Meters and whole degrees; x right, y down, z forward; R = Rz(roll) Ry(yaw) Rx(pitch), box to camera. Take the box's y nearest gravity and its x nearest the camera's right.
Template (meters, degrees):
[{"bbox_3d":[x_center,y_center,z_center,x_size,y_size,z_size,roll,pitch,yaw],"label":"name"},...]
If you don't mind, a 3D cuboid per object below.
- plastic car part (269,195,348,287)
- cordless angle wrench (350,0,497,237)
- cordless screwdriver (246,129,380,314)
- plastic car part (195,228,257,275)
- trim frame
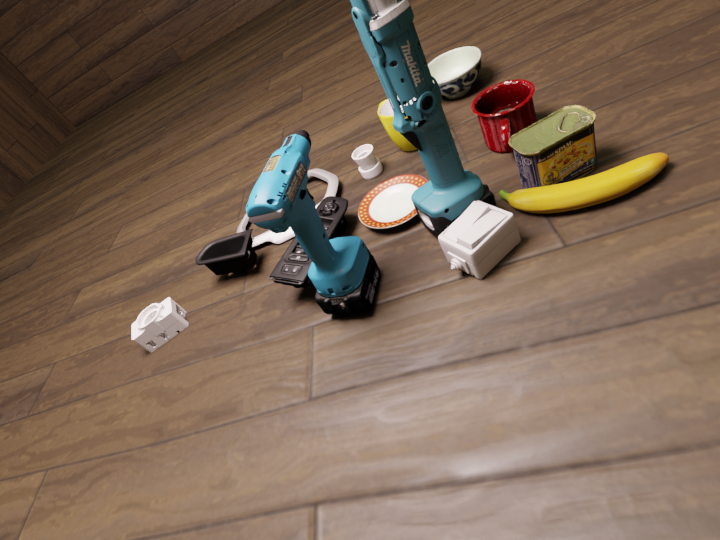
[{"bbox_3d":[-0.069,-0.045,0.710,0.069,0.063,0.204,0,51,34],"label":"plastic car part"},{"bbox_3d":[0.065,-0.205,0.511,0.098,0.401,0.078,-36,39,-3],"label":"cordless angle wrench"},{"bbox_3d":[-0.052,-0.060,0.579,0.077,0.236,0.162,-9,46,27],"label":"cordless screwdriver"},{"bbox_3d":[-0.245,-0.023,0.804,0.120,0.067,0.068,-15,44,22],"label":"plastic car part"},{"bbox_3d":[-0.154,-0.130,0.877,0.252,0.026,0.191,-25,42,12],"label":"trim frame"}]
